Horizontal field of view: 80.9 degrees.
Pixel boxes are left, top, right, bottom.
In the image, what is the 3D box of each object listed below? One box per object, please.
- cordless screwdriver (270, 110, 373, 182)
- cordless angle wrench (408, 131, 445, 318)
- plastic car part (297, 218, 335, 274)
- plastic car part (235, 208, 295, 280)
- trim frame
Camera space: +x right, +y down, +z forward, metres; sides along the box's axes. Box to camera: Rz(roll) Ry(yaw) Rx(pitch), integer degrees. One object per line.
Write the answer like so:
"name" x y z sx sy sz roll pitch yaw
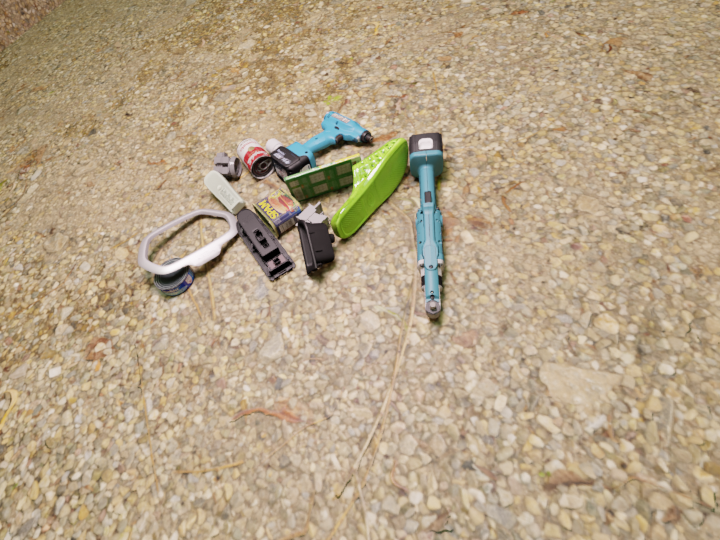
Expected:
"cordless screwdriver" -0.097 -0.310 1.081 0.168 0.071 0.246 34 67 31
"cordless angle wrench" 0.141 -0.103 0.872 0.076 0.094 0.433 -3 60 11
"plastic car part" -0.088 -0.057 0.897 0.069 0.067 0.118 -6 78 -22
"plastic car part" -0.229 -0.071 0.955 0.066 0.064 0.214 -37 56 -7
"trim frame" -0.407 -0.074 1.002 0.244 0.026 0.194 -36 51 -28
